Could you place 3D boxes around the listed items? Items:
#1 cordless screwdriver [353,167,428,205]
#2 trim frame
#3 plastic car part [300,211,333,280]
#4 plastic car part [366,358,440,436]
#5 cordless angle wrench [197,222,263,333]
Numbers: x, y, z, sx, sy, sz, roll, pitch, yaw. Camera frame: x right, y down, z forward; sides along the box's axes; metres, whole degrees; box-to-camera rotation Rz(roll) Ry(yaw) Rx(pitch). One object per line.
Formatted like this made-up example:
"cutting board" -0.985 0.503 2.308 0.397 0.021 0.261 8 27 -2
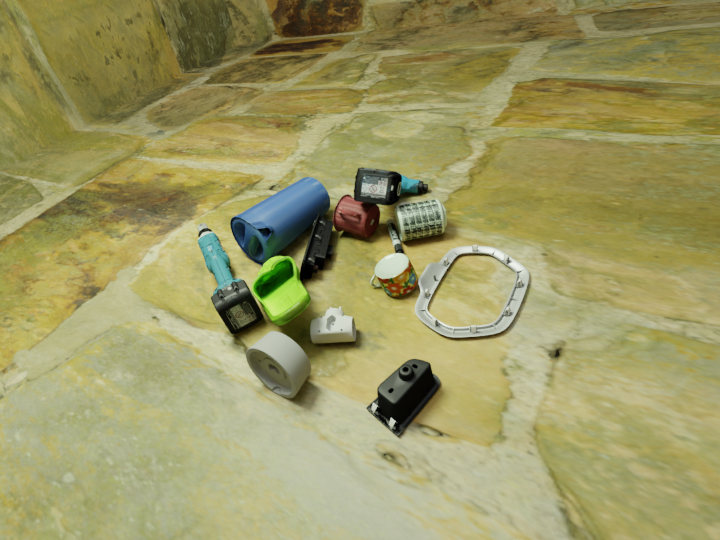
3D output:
"cordless screwdriver" 0.076 -0.202 1.008 0.163 0.073 0.246 9 15 11
"trim frame" 0.206 0.030 0.797 0.194 0.026 0.247 14 50 32
"plastic car part" -0.095 -0.062 0.977 0.067 0.064 0.208 4 43 0
"plastic car part" 0.067 0.176 0.643 0.115 0.068 0.070 -40 47 -23
"cordless angle wrench" -0.332 -0.018 0.987 0.073 0.094 0.447 -29 39 -13
